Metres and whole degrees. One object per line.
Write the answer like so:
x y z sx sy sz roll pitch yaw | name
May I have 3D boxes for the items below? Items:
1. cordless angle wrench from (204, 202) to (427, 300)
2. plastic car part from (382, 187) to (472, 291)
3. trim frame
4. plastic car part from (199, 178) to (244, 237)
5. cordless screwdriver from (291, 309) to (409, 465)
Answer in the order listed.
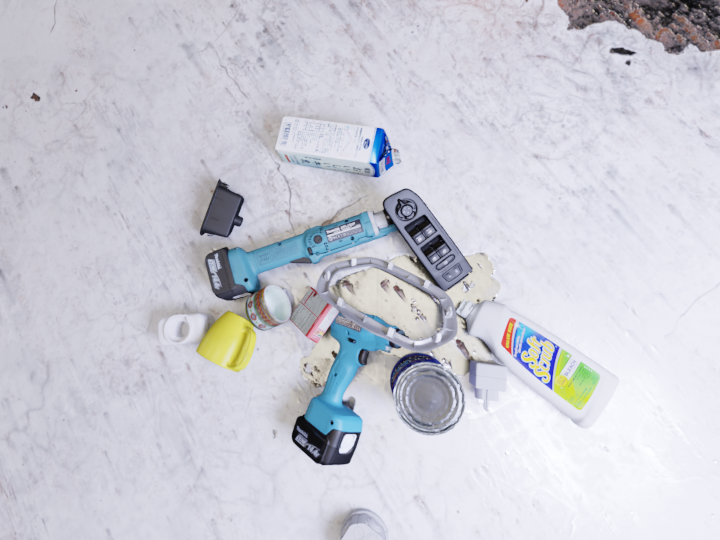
-0.078 -0.051 0.796 0.425 0.072 0.100 -18 78 4 | cordless angle wrench
0.113 -0.063 0.740 0.067 0.069 0.196 -35 109 13 | plastic car part
0.044 0.045 0.708 0.260 0.027 0.180 29 44 25 | trim frame
-0.270 -0.115 0.851 0.071 0.066 0.117 17 86 -4 | plastic car part
-0.015 0.194 0.703 0.168 0.070 0.250 9 79 44 | cordless screwdriver
